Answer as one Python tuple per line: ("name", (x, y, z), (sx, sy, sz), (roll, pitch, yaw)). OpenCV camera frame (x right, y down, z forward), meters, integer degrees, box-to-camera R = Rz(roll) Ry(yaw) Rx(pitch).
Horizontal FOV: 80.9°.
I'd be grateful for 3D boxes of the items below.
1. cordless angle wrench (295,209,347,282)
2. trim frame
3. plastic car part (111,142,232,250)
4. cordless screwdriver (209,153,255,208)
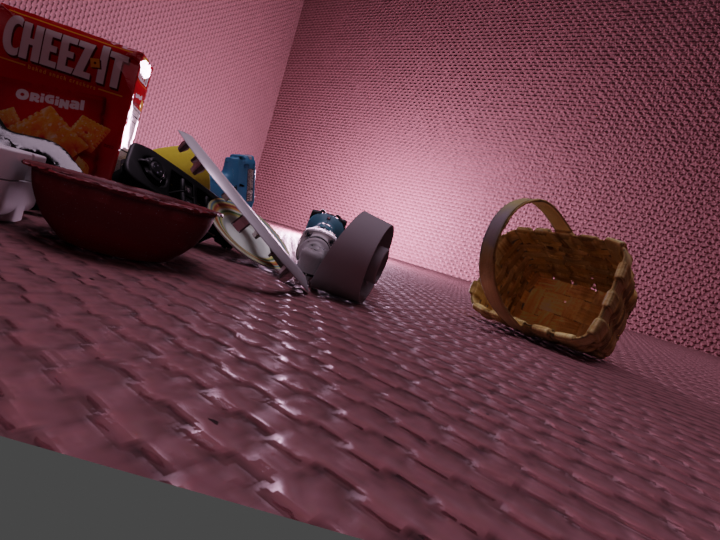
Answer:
("cordless angle wrench", (-0.065, -0.043, 0.667), (0.074, 0.097, 0.426), (19, 7, -6))
("trim frame", (-0.129, -0.064, 0.454), (0.263, 0.027, 0.174), (42, -10, 48))
("plastic car part", (-0.224, -0.084, 0.526), (0.068, 0.068, 0.193), (-12, -25, 15))
("cordless screwdriver", (-0.280, -0.120, 0.722), (0.078, 0.157, 0.239), (14, 18, 33))
